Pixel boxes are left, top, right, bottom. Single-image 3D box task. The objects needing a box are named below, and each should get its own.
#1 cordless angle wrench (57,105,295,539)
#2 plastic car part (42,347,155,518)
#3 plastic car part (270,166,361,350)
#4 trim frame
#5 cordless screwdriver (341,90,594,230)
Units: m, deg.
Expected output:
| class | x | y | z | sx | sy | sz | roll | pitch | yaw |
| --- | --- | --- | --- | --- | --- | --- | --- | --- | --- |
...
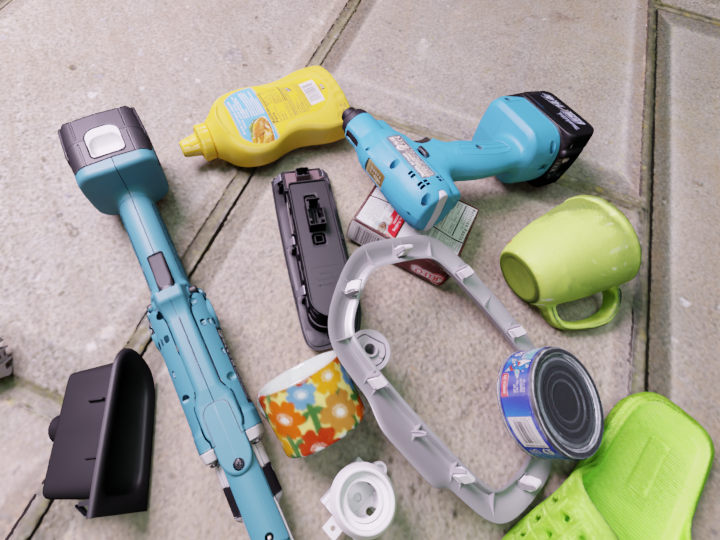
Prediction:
| class | x | y | z | sx | sy | sz | roll | pitch | yaw |
| --- | --- | --- | --- | --- | --- | --- | --- | --- | --- |
| cordless angle wrench | -0.152 | 0.044 | 0.363 | 0.073 | 0.097 | 0.436 | -24 | 71 | -18 |
| plastic car part | -0.207 | 0.127 | 0.330 | 0.071 | 0.063 | 0.120 | -14 | 61 | 3 |
| plastic car part | -0.041 | -0.027 | 0.419 | 0.065 | 0.067 | 0.209 | -6 | 66 | -17 |
| trim frame | 0.078 | 0.077 | 0.347 | 0.246 | 0.028 | 0.182 | 49 | 55 | -5 |
| cordless screwdriver | 0.110 | -0.141 | 0.458 | 0.242 | 0.073 | 0.166 | -20 | 59 | -24 |
